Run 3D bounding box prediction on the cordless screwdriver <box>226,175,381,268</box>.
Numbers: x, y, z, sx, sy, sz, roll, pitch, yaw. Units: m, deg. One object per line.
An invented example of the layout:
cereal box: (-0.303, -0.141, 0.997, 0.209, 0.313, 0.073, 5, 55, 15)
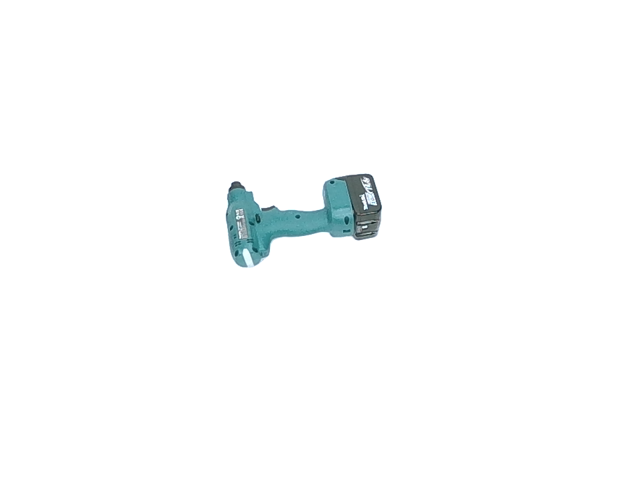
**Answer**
cordless screwdriver: (-0.032, -0.053, 0.705, 0.248, 0.159, 0.074, -12, -33, -5)
